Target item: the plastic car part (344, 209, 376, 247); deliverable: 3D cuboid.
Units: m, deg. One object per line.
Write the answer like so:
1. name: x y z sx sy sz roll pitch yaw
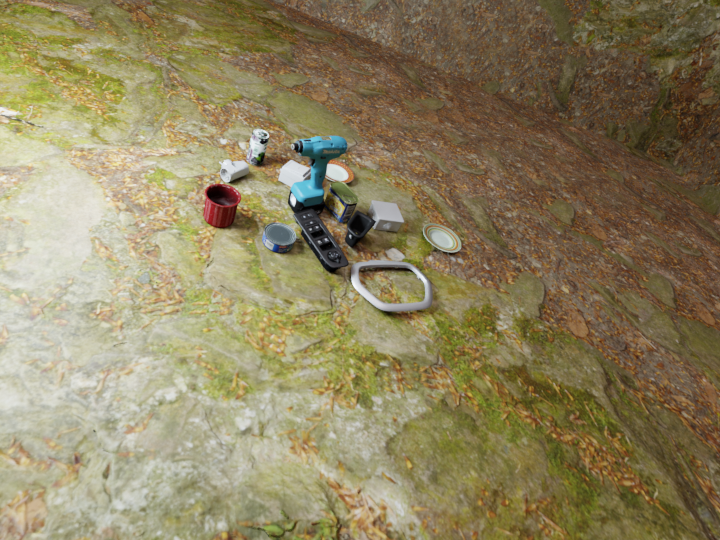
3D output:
1. plastic car part: -0.013 -0.108 1.198 0.067 0.070 0.116 30 42 4

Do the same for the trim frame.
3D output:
1. trim frame: 0.086 0.035 1.125 0.239 0.027 0.193 -3 48 -27

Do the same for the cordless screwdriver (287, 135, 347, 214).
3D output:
1. cordless screwdriver: -0.144 -0.259 1.165 0.153 0.247 0.078 -11 54 -35

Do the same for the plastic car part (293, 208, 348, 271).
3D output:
1. plastic car part: -0.110 -0.072 1.120 0.064 0.066 0.212 -15 54 -37
